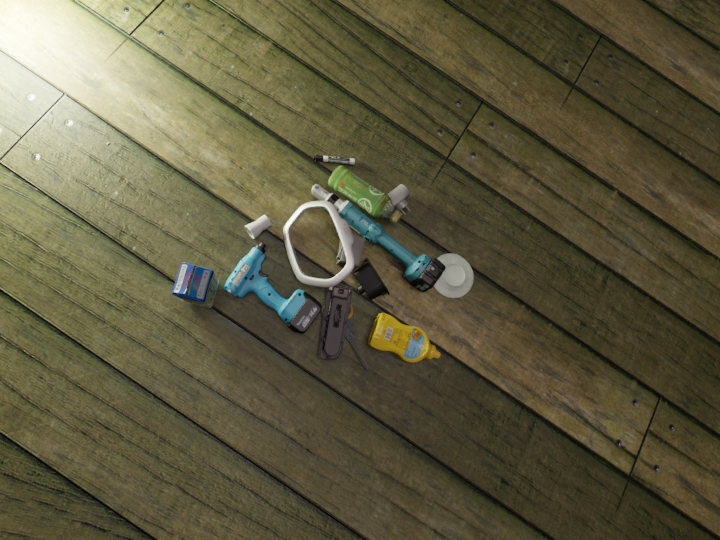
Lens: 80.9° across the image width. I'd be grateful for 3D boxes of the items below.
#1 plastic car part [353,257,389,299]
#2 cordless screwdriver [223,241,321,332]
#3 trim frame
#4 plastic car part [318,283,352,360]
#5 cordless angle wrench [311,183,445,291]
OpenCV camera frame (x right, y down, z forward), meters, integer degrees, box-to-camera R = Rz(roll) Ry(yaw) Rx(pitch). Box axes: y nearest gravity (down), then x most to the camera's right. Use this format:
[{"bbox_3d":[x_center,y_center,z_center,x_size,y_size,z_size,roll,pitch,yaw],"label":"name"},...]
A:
[{"bbox_3d":[0.021,0.031,1.151,0.071,0.065,0.117,-29,88,1],"label":"plastic car part"},{"bbox_3d":[-0.213,0.046,1.105,0.250,0.074,0.159,31,75,3],"label":"cordless screwdriver"},{"bbox_3d":[-0.111,-0.072,1.131,0.186,0.026,0.256,-24,69,10],"label":"trim frame"},{"bbox_3d":[-0.062,0.136,1.096,0.065,0.068,0.204,12,82,-12],"label":"plastic car part"},{"bbox_3d":[0.034,-0.103,1.164,0.427,0.097,0.074,38,72,5],"label":"cordless angle wrench"}]
